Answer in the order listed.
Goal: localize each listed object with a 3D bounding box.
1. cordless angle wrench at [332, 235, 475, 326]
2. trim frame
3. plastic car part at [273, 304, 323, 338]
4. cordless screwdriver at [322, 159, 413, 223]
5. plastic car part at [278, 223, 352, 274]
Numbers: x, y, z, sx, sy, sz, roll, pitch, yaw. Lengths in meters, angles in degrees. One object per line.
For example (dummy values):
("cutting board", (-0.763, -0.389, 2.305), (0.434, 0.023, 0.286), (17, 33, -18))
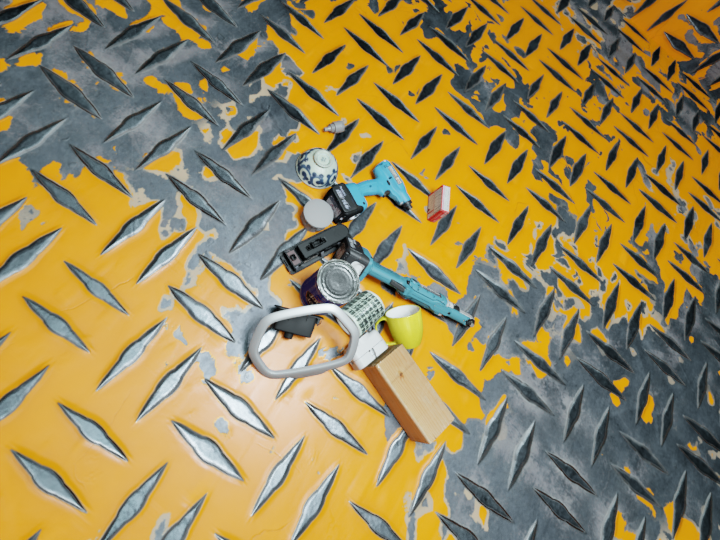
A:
("cordless angle wrench", (0.125, 0.047, 1.097), (0.412, 0.101, 0.074), (27, 109, -14))
("trim frame", (-0.124, 0.162, 0.939), (0.246, 0.028, 0.180), (-10, 108, -6))
("plastic car part", (-0.154, 0.126, 0.988), (0.114, 0.067, 0.071), (13, 82, -13))
("cordless screwdriver", (0.029, -0.198, 1.164), (0.243, 0.075, 0.161), (-30, 84, -31))
("plastic car part", (-0.105, -0.069, 1.075), (0.198, 0.067, 0.068), (-29, 74, -29))
